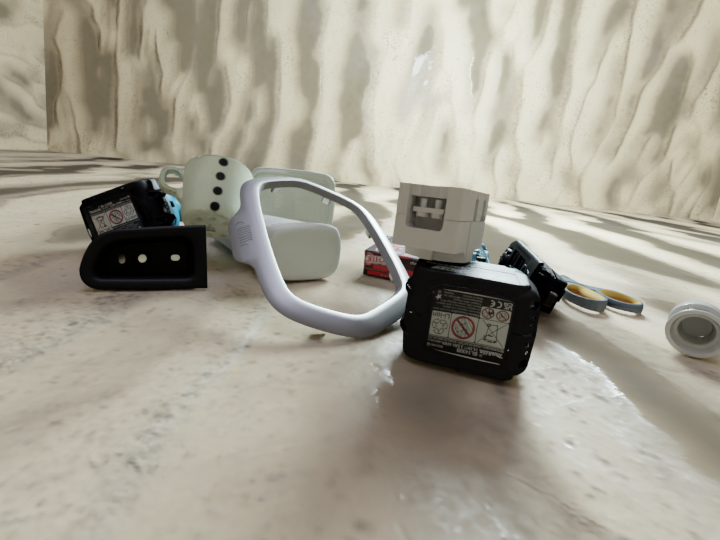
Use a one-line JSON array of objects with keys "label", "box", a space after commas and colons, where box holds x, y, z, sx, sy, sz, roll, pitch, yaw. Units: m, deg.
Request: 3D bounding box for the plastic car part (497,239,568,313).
[{"label": "plastic car part", "box": [0.207, 0.006, 0.517, 0.068, 0.066, 0.202, 18, 16, 4]}]

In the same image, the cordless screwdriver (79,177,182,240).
[{"label": "cordless screwdriver", "box": [-0.299, -0.083, 0.612, 0.161, 0.073, 0.249, -17, 13, 9]}]

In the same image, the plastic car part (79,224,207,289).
[{"label": "plastic car part", "box": [-0.223, -0.013, 0.445, 0.113, 0.066, 0.073, -2, 1, -19]}]

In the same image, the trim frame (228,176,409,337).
[{"label": "trim frame", "box": [-0.043, -0.028, 0.442, 0.177, 0.027, 0.261, 4, 41, -28]}]

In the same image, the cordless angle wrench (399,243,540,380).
[{"label": "cordless angle wrench", "box": [0.126, 0.001, 0.500, 0.101, 0.073, 0.415, 9, 13, 13]}]
